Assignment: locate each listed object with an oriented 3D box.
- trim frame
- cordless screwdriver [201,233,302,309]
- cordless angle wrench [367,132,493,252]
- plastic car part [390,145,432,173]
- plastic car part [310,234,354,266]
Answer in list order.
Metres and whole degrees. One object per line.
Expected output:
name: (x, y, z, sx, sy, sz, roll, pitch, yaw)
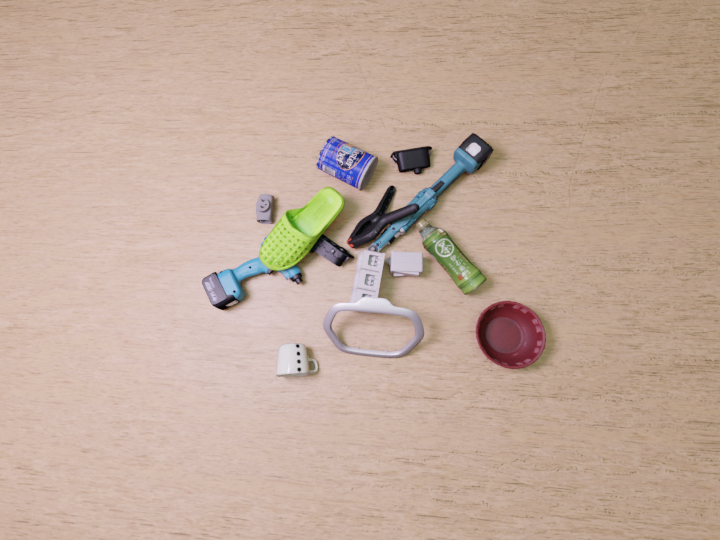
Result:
trim frame: (0.031, 0.144, 1.043, 0.252, 0.179, 0.028, 6, 33, 9)
cordless screwdriver: (-0.288, 0.024, 1.141, 0.247, 0.073, 0.163, -34, 76, -7)
cordless angle wrench: (0.176, -0.191, 1.140, 0.422, 0.096, 0.076, -44, 79, -1)
plastic car part: (0.149, -0.305, 1.185, 0.117, 0.066, 0.071, -6, 92, 0)
plastic car part: (-0.112, -0.074, 1.150, 0.208, 0.065, 0.067, 30, 91, 12)
